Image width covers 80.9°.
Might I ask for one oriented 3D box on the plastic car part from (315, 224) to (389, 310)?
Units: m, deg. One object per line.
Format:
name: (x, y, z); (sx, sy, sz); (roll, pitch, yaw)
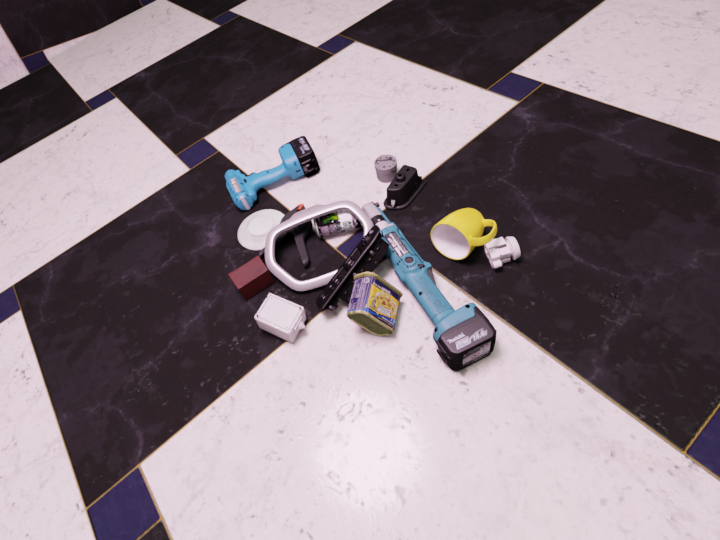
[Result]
plastic car part: (-0.008, 0.001, 0.848); (0.066, 0.067, 0.203); (33, 91, -9)

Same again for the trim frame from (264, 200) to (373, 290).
trim frame: (-0.090, -0.059, 0.920); (0.249, 0.027, 0.189); (-22, 72, 3)

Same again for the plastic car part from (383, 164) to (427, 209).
plastic car part: (0.099, -0.203, 0.992); (0.069, 0.068, 0.116); (23, 60, 27)

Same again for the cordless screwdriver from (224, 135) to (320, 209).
cordless screwdriver: (-0.244, -0.273, 1.131); (0.248, 0.071, 0.167); (-30, 53, -4)

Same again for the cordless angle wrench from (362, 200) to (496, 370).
cordless angle wrench: (0.102, -0.005, 0.849); (0.097, 0.071, 0.445); (-26, 50, -7)
